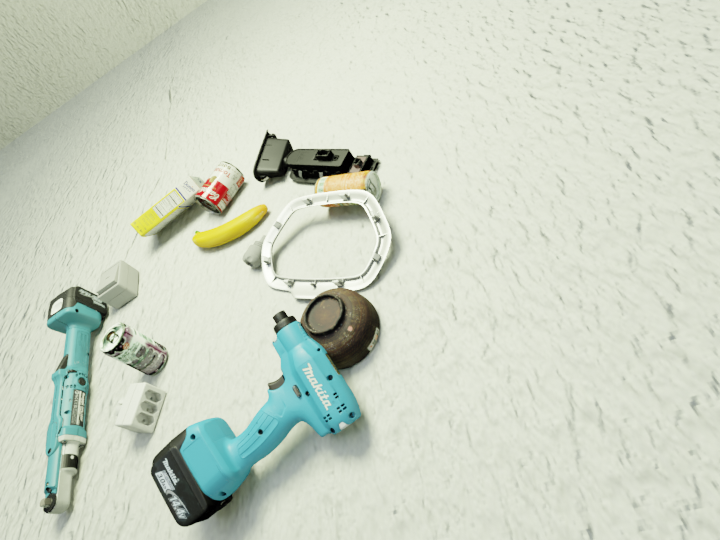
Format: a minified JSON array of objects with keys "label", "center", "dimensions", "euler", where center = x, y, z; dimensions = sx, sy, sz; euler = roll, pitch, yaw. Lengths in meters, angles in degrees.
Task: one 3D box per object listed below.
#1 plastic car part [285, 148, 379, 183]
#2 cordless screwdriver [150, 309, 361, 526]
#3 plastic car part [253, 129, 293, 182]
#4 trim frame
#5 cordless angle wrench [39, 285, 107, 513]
[{"label":"plastic car part","center":[-0.070,-0.199,0.800],"dimensions":[0.214,0.063,0.066],"euler":[11,73,41]},{"label":"cordless screwdriver","center":[-0.140,0.176,0.523],"dimensions":[0.249,0.072,0.165],"euler":[-36,71,2]},{"label":"plastic car part","center":[-0.177,-0.237,0.901],"dimensions":[0.073,0.063,0.119],"euler":[0,60,16]},{"label":"trim frame","center":[-0.067,-0.044,0.681],"dimensions":[0.259,0.026,0.186],"euler":[0,73,31]},{"label":"cordless angle wrench","center":[-0.536,0.216,0.782],"dimensions":[0.075,0.092,0.444],"euler":[-33,50,7]}]
